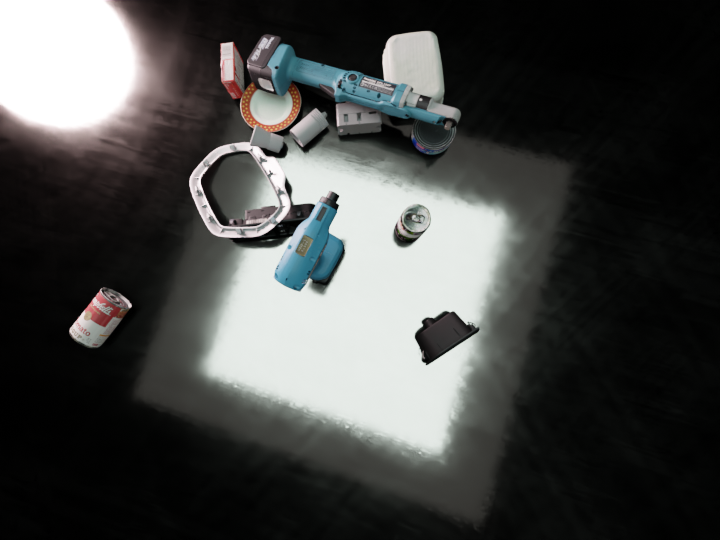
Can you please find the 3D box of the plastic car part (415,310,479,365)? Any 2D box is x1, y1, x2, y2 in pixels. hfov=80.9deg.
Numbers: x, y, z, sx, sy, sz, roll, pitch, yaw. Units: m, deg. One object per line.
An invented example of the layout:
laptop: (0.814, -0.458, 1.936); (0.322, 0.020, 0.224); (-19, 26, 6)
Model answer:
plastic car part: (0.154, 0.118, 0.794); (0.117, 0.063, 0.074); (-31, 68, 3)

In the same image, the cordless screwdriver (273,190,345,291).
cordless screwdriver: (-0.072, -0.047, 0.738); (0.075, 0.246, 0.159); (28, 91, 2)

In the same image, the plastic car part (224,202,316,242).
plastic car part: (-0.167, -0.099, 0.853); (0.205, 0.064, 0.069); (-3, 58, 5)

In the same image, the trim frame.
trim frame: (-0.242, -0.167, 0.846); (0.182, 0.026, 0.260); (-27, 61, -9)

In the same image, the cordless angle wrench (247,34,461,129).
cordless angle wrench: (-0.016, -0.353, 0.817); (0.435, 0.072, 0.098); (22, 75, 15)
